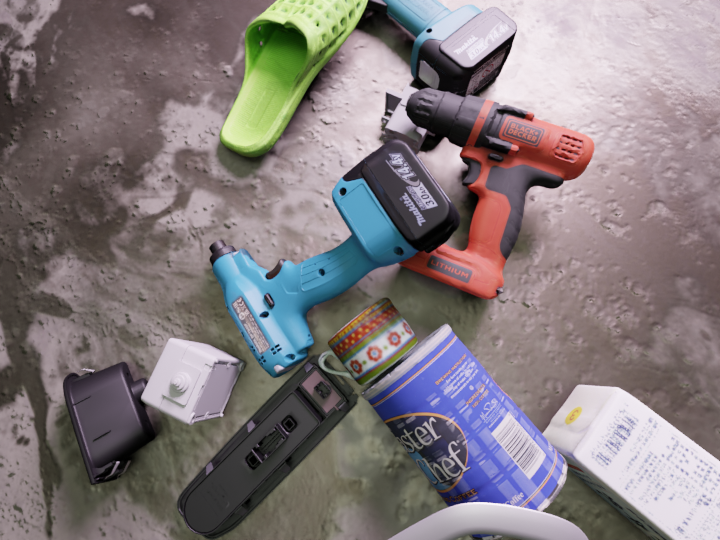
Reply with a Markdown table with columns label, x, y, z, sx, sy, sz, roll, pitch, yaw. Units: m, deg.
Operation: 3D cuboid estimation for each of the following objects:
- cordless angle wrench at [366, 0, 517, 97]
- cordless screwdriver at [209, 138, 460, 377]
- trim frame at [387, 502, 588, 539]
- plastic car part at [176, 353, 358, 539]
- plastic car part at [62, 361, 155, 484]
| label | x | y | z | sx | sy | sz | roll | pitch | yaw |
| --- | --- | --- | --- | --- | --- | --- | --- | --- | --- |
| cordless angle wrench | 0.006 | -0.380 | 0.546 | 0.097 | 0.072 | 0.437 | -39 | 72 | -6 |
| cordless screwdriver | -0.041 | -0.027 | 0.416 | 0.251 | 0.071 | 0.164 | -40 | 73 | 17 |
| trim frame | 0.097 | 0.272 | 0.318 | 0.187 | 0.027 | 0.244 | -10 | 103 | 10 |
| plastic car part | -0.093 | 0.175 | 0.404 | 0.202 | 0.066 | 0.067 | -45 | 85 | -4 |
| plastic car part | -0.249 | 0.143 | 0.433 | 0.070 | 0.065 | 0.120 | -23 | 70 | -18 |
